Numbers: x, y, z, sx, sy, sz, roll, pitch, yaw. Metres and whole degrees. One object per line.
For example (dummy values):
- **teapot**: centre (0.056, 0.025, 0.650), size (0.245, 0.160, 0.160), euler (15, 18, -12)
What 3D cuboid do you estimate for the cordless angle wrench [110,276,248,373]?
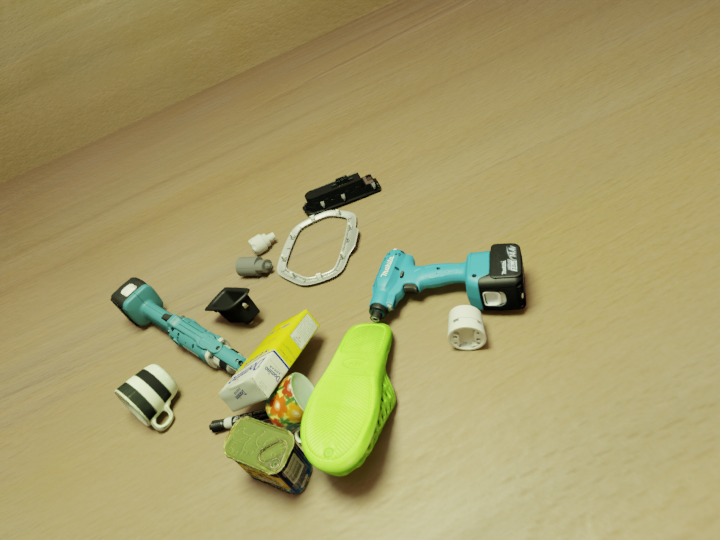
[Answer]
- **cordless angle wrench**: centre (-0.350, 0.121, 0.842), size (0.446, 0.093, 0.074), euler (19, 54, 34)

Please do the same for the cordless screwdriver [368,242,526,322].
- **cordless screwdriver**: centre (0.138, 0.028, 0.710), size (0.259, 0.071, 0.160), euler (-1, 41, 29)

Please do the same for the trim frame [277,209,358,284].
- **trim frame**: centre (-0.093, -0.061, 0.953), size (0.190, 0.026, 0.252), euler (-5, 42, 19)

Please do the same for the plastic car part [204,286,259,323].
- **plastic car part**: centre (-0.245, 0.077, 0.843), size (0.122, 0.068, 0.066), euler (-2, 42, 46)

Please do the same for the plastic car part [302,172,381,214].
- **plastic car part**: centre (-0.055, -0.196, 1.058), size (0.204, 0.064, 0.069), euler (-23, 47, 5)
